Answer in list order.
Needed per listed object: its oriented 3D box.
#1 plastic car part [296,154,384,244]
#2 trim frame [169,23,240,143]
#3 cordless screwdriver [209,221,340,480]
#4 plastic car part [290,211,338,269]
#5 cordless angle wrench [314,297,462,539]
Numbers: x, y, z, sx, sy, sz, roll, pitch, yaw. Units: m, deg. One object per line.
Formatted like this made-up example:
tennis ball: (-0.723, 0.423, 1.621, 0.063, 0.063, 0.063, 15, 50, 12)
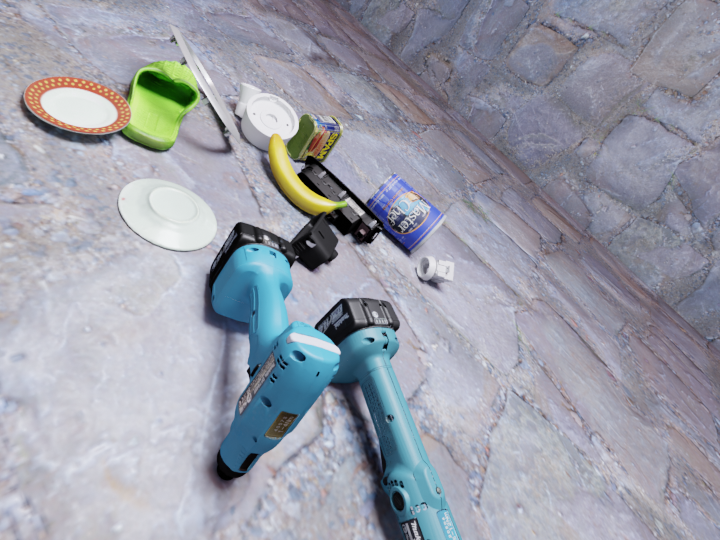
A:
plastic car part: (-0.052, -0.128, 0.793, 0.065, 0.066, 0.209, -32, 73, -30)
trim frame: (-0.272, -0.323, 0.742, 0.260, 0.027, 0.176, 57, -2, 30)
cordless screwdriver: (-0.112, 0.065, 0.437, 0.071, 0.159, 0.261, 23, 20, -32)
plastic car part: (-0.066, -0.043, 0.674, 0.070, 0.067, 0.116, 52, 27, -11)
cordless angle wrench: (0.055, 0.225, 0.425, 0.071, 0.098, 0.442, 8, 47, -37)
